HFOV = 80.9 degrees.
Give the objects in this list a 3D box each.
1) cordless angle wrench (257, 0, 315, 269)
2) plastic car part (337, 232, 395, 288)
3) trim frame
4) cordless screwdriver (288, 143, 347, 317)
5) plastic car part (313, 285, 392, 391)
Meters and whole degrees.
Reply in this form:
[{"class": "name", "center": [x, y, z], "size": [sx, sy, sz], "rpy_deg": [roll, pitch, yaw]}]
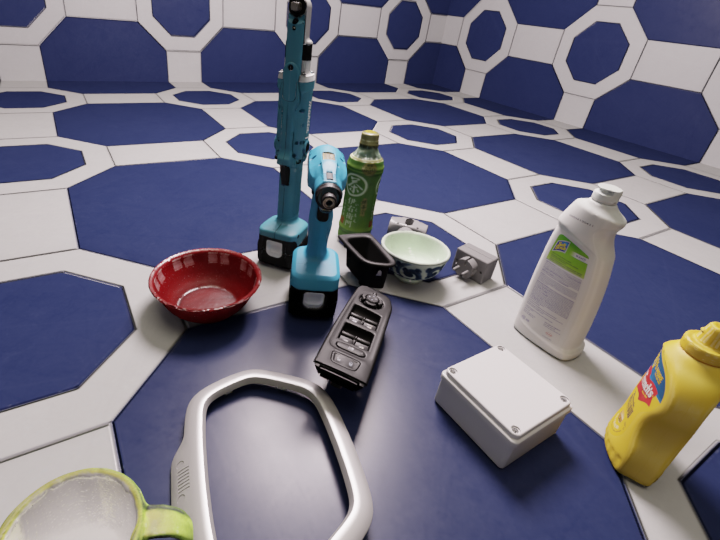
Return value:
[{"class": "cordless angle wrench", "center": [-0.112, -0.201, 0.683], "size": [0.076, 0.414, 0.098], "rpy_deg": [15, 31, 9]}, {"class": "plastic car part", "center": [0.009, -0.010, 0.727], "size": [0.064, 0.069, 0.123], "rpy_deg": [-6, 34, -23]}, {"class": "trim frame", "center": [-0.095, 0.193, 0.426], "size": [0.179, 0.027, 0.261], "rpy_deg": [-7, 35, -21]}, {"class": "cordless screwdriver", "center": [-0.058, -0.038, 0.595], "size": [0.073, 0.243, 0.164], "rpy_deg": [5, 31, -9]}, {"class": "plastic car part", "center": [-0.003, 0.091, 0.569], "size": [0.068, 0.065, 0.203], "rpy_deg": [14, 33, 9]}]
